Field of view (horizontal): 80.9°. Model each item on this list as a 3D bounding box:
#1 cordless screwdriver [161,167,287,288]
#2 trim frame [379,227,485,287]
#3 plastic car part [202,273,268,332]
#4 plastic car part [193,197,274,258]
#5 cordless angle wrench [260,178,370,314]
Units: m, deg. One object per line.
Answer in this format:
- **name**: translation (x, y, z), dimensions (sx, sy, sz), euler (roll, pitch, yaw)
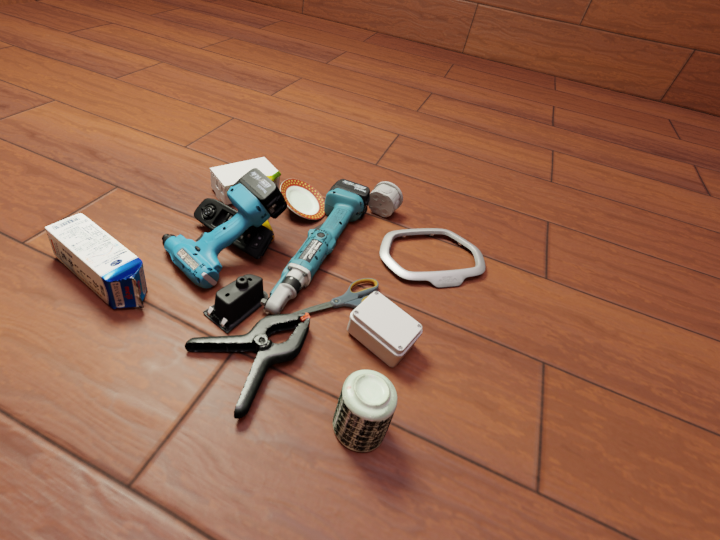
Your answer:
- **cordless screwdriver**: translation (-0.278, -0.098, 0.850), dimensions (0.167, 0.071, 0.248), euler (36, 78, 26)
- **trim frame**: translation (0.161, -0.035, 0.957), dimensions (0.242, 0.027, 0.193), euler (-4, 42, -17)
- **plastic car part**: translation (-0.221, 0.044, 0.767), dimensions (0.069, 0.069, 0.114), euler (32, 49, 20)
- **plastic car part**: translation (-0.271, -0.097, 0.918), dimensions (0.210, 0.066, 0.065), euler (29, 5, 17)
- **cordless angle wrench**: translation (-0.089, -0.058, 0.908), dimensions (0.100, 0.072, 0.423), euler (19, 45, 9)
